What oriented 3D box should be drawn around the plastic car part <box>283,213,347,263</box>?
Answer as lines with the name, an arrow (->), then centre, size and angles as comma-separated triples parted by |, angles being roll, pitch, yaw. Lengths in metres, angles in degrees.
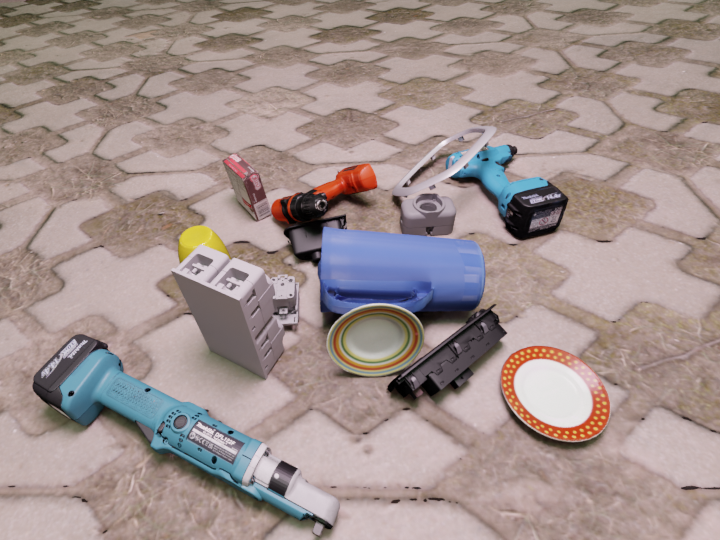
plastic car part -> -0.074, -0.049, 0.761 | 0.116, 0.064, 0.073 | -14, 62, -3

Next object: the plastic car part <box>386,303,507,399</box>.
plastic car part -> 0.132, 0.114, 0.582 | 0.199, 0.064, 0.070 | -35, 64, -25

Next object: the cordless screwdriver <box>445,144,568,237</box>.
cordless screwdriver -> 0.299, -0.175, 0.830 | 0.157, 0.071, 0.262 | -18, 44, -12

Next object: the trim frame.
trim frame -> 0.164, -0.219, 0.843 | 0.246, 0.026, 0.192 | -48, 26, -25

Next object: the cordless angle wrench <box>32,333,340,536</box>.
cordless angle wrench -> -0.222, 0.202, 0.532 | 0.437, 0.072, 0.098 | 18, 51, 18
